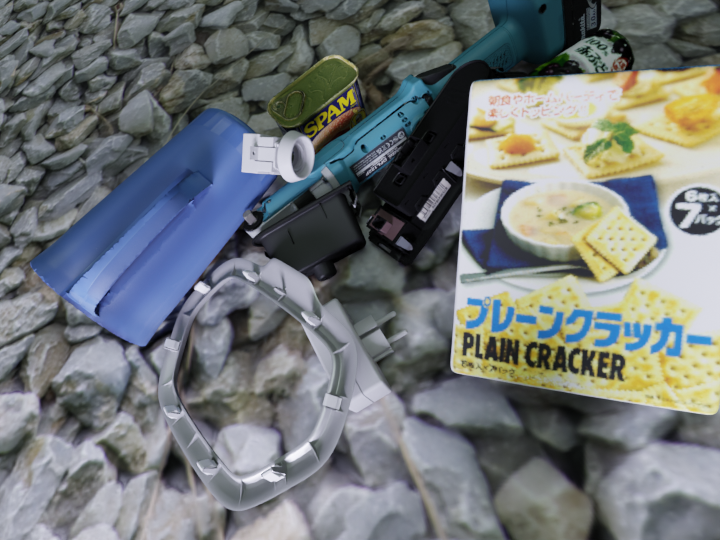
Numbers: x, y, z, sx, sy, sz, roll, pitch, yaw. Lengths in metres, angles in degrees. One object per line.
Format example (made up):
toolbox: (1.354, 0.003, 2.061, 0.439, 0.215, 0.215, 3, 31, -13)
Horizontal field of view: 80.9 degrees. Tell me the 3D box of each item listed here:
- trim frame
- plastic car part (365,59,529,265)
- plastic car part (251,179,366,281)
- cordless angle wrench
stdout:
trim frame: (-0.107, 0.078, 0.373, 0.263, 0.026, 0.184, 27, 82, 44)
plastic car part: (0.069, -0.109, 0.392, 0.203, 0.063, 0.070, -53, 37, 4)
plastic car part: (-0.042, -0.027, 0.425, 0.117, 0.064, 0.073, -32, 75, 4)
cordless angle wrench: (0.051, -0.164, 0.448, 0.423, 0.092, 0.078, -37, 46, 3)
